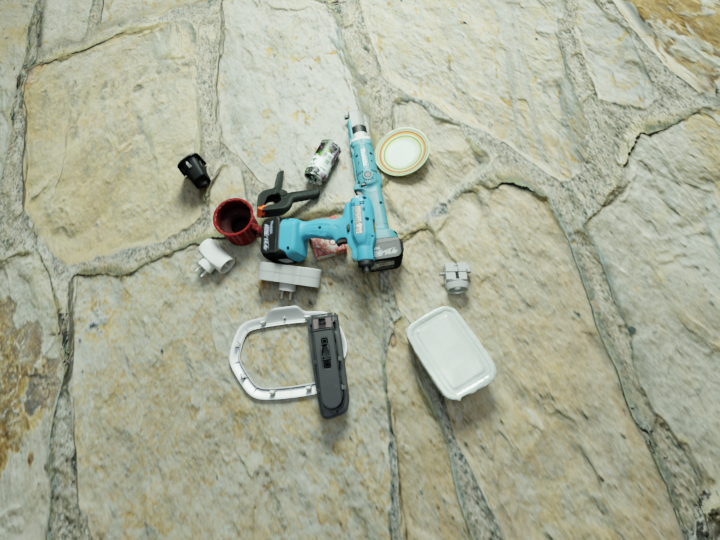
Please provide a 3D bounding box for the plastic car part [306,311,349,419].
[{"bbox_3d":[-0.061,0.181,0.825,0.066,0.066,0.208,-7,71,-7],"label":"plastic car part"}]

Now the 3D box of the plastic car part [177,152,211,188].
[{"bbox_3d":[-0.395,-0.232,1.023,0.065,0.118,0.070,-32,96,-8],"label":"plastic car part"}]

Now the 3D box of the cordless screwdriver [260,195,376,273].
[{"bbox_3d":[-0.087,-0.057,0.893,0.256,0.071,0.162,-10,72,21],"label":"cordless screwdriver"}]

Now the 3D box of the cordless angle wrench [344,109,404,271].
[{"bbox_3d":[0.016,-0.207,0.984,0.098,0.072,0.435,-10,66,2],"label":"cordless angle wrench"}]

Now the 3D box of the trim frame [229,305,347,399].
[{"bbox_3d":[-0.152,0.168,0.879,0.250,0.026,0.189,-8,68,5],"label":"trim frame"}]
